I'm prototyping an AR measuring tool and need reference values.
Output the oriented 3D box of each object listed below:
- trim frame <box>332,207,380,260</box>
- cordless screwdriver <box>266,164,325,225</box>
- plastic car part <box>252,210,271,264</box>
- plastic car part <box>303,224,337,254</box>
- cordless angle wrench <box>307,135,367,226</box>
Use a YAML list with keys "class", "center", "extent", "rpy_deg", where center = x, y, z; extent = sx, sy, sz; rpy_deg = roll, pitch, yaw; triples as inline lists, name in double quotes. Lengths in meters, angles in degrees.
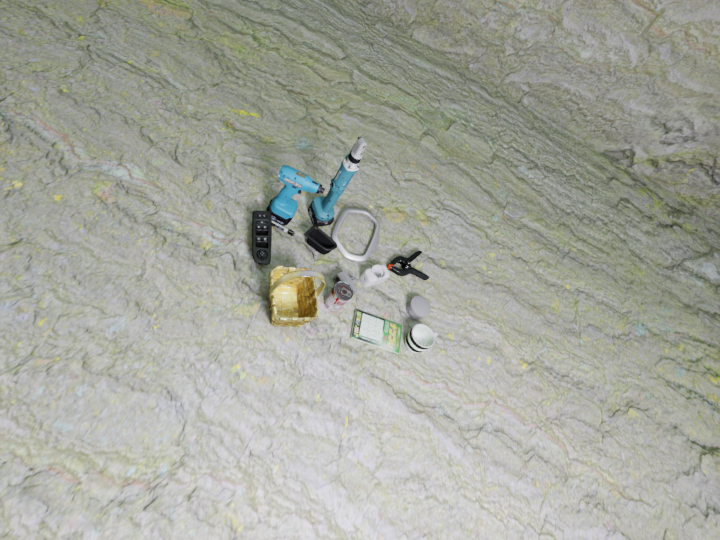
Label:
- class: "trim frame"
  center: [-0.011, -0.141, 1.619]
  extent: [0.182, 0.027, 0.251]
  rpy_deg: [26, 54, -5]
- class: "cordless screwdriver"
  center: [-0.230, -0.248, 1.459]
  extent: [0.157, 0.250, 0.075]
  rpy_deg: [26, 55, -10]
- class: "plastic car part"
  center: [-0.339, -0.105, 1.438]
  extent: [0.064, 0.067, 0.209]
  rpy_deg: [5, 59, -22]
- class: "plastic car part"
  center: [-0.148, -0.096, 1.509]
  extent: [0.118, 0.071, 0.065]
  rpy_deg: [41, 53, 4]
- class: "cordless angle wrench"
  center: [-0.074, -0.295, 1.443]
  extent: [0.072, 0.425, 0.101]
  rpy_deg: [-9, 67, -30]
